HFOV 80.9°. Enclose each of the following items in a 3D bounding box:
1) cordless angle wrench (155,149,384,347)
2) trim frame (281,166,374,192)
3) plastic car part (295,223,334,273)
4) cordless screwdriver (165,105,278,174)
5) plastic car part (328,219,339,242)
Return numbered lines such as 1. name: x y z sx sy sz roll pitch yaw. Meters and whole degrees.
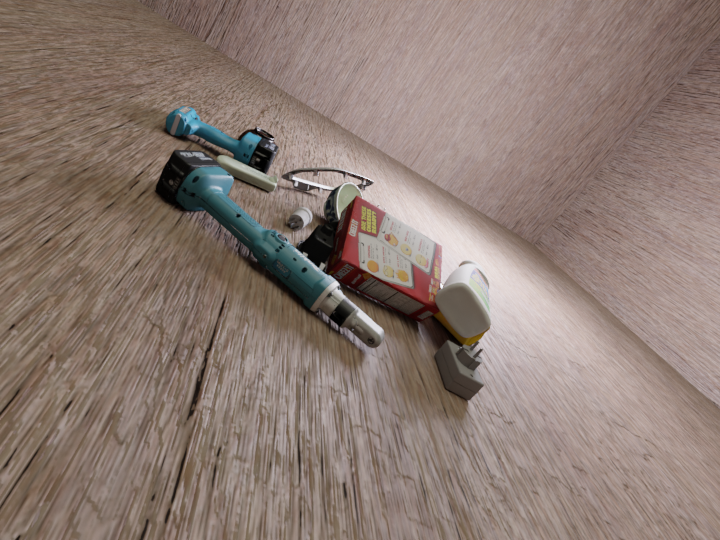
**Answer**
1. cordless angle wrench: -0.134 -0.031 0.648 0.432 0.074 0.096 40 22 11
2. trim frame: -0.078 -0.216 1.034 0.193 0.027 0.237 1 1 36
3. plastic car part: -0.075 -0.049 0.766 0.065 0.071 0.119 31 24 -13
4. cordless screwdriver: -0.319 -0.312 0.992 0.242 0.074 0.164 23 23 -16
5. plastic car part: 0.005 -0.047 0.889 0.195 0.066 0.070 27 8 -21
